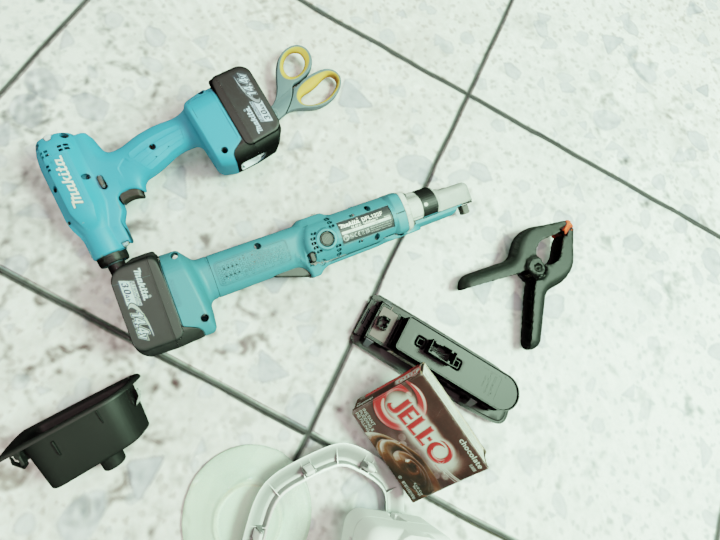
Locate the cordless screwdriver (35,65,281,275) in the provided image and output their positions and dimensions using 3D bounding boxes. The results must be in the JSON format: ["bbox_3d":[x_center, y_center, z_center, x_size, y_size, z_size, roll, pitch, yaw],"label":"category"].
[{"bbox_3d":[-0.205,-0.111,0.468,0.246,0.075,0.159,-26,92,-9],"label":"cordless screwdriver"}]

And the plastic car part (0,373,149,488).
[{"bbox_3d":[-0.257,0.159,0.403,0.114,0.068,0.070,-24,99,-19],"label":"plastic car part"}]

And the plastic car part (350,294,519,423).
[{"bbox_3d":[0.095,0.100,0.477,0.201,0.067,0.066,33,66,-4],"label":"plastic car part"}]

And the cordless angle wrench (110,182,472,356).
[{"bbox_3d":[-0.047,-0.031,0.480,0.414,0.076,0.098,-22,93,-18],"label":"cordless angle wrench"}]

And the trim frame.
[{"bbox_3d":[-0.031,0.300,0.407,0.178,0.028,0.251,15,72,-18],"label":"trim frame"}]
